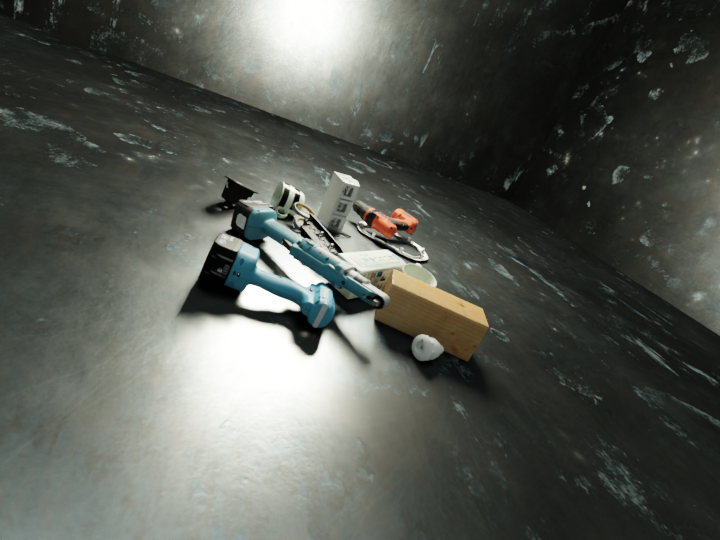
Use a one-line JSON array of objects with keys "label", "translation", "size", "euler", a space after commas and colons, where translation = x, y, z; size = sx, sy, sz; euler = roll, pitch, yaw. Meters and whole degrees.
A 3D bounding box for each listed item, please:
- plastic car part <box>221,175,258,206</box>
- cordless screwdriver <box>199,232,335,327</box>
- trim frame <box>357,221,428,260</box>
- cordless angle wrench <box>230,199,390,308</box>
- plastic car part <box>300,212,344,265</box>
[{"label": "plastic car part", "translation": [-0.328, -0.199, 1.102], "size": [0.067, 0.071, 0.114], "euler": [28, 7, 9]}, {"label": "cordless screwdriver", "translation": [-0.163, 0.014, 0.789], "size": [0.246, 0.074, 0.161], "euler": [25, 12, -6]}, {"label": "trim frame", "translation": [0.103, -0.099, 1.341], "size": [0.256, 0.027, 0.180], "euler": [31, 25, 15]}, {"label": "cordless angle wrench", "translation": [-0.112, -0.037, 0.895], "size": [0.446, 0.074, 0.094], "euler": [31, 23, 31]}, {"label": "plastic car part", "translation": [-0.101, -0.066, 1.034], "size": [0.064, 0.065, 0.215], "euler": [-7, 36, -36]}]
